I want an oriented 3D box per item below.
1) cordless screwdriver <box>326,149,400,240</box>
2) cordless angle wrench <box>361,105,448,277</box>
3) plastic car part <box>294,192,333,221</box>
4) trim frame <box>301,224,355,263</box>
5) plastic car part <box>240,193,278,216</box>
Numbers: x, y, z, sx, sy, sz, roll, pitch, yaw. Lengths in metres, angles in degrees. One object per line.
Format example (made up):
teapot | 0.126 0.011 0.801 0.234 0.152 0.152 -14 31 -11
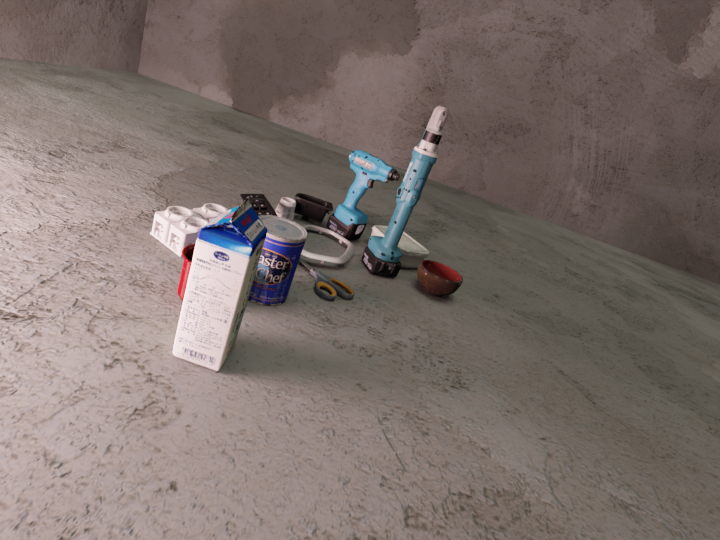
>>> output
cordless screwdriver | 0.007 -0.200 1.194 0.168 0.246 0.071 35 25 31
cordless angle wrench | 0.115 -0.184 1.019 0.072 0.419 0.102 11 24 -24
plastic car part | -0.147 -0.181 1.260 0.115 0.070 0.068 16 23 -10
trim frame | -0.107 -0.070 1.097 0.187 0.027 0.248 21 23 5
plastic car part | -0.252 -0.131 1.073 0.063 0.066 0.215 4 27 -35
